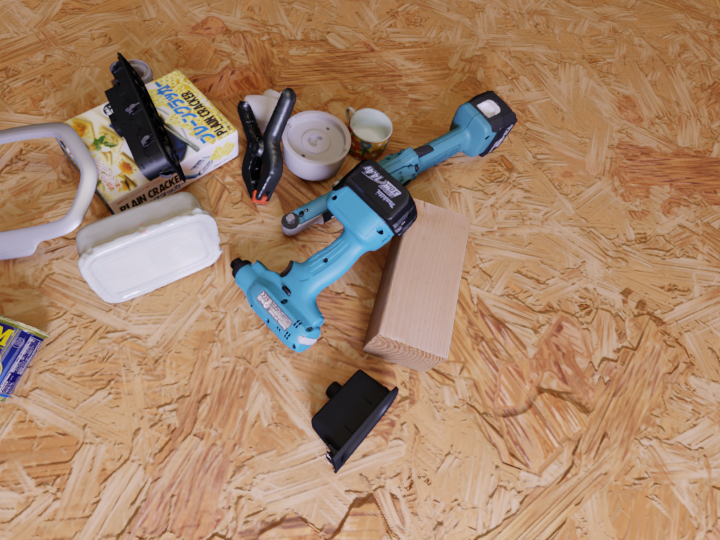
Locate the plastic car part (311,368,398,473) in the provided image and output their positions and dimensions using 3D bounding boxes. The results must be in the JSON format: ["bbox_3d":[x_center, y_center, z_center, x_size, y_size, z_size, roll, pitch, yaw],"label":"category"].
[{"bbox_3d":[-0.016,0.171,0.514,0.074,0.064,0.115,33,60,21],"label":"plastic car part"}]

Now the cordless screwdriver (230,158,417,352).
[{"bbox_3d":[-0.054,-0.036,0.556,0.166,0.071,0.249,42,92,23],"label":"cordless screwdriver"}]

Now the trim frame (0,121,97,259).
[{"bbox_3d":[-0.465,-0.108,0.565,0.250,0.027,0.187,-8,76,4],"label":"trim frame"}]

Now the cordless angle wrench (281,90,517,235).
[{"bbox_3d":[0.060,-0.161,0.673,0.417,0.096,0.076,-30,75,-16],"label":"cordless angle wrench"}]

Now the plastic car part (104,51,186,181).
[{"bbox_3d":[-0.301,-0.200,0.577,0.066,0.065,0.209,-30,73,-12],"label":"plastic car part"}]
